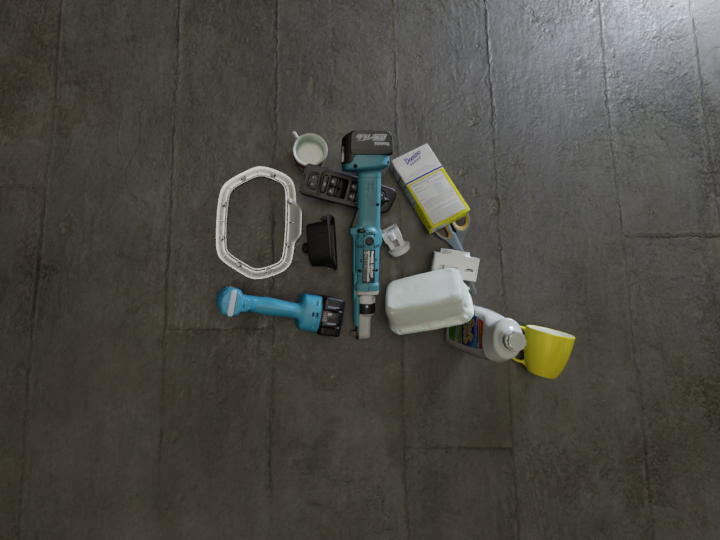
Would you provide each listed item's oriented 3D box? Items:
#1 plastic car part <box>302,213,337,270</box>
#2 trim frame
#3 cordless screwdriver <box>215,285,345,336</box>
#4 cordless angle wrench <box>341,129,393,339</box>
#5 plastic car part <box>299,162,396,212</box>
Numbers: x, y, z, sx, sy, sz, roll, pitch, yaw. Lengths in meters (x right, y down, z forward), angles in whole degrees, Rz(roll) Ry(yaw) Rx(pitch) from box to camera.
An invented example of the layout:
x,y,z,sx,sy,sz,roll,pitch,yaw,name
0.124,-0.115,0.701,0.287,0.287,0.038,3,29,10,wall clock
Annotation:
x,y,z,sx,sy,sz,roll,pitch,yaw,name
-0.088,-0.057,0.899,0.072,0.064,0.117,-2,86,11,plastic car part
-0.220,-0.106,0.914,0.183,0.027,0.251,2,81,-2,trim frame
-0.166,0.073,0.850,0.242,0.163,0.074,10,87,-18,cordless screwdriver
0.010,-0.064,0.858,0.097,0.076,0.419,0,98,-8,cordless angle wrench
-0.027,-0.168,0.904,0.201,0.067,0.066,13,87,-4,plastic car part
